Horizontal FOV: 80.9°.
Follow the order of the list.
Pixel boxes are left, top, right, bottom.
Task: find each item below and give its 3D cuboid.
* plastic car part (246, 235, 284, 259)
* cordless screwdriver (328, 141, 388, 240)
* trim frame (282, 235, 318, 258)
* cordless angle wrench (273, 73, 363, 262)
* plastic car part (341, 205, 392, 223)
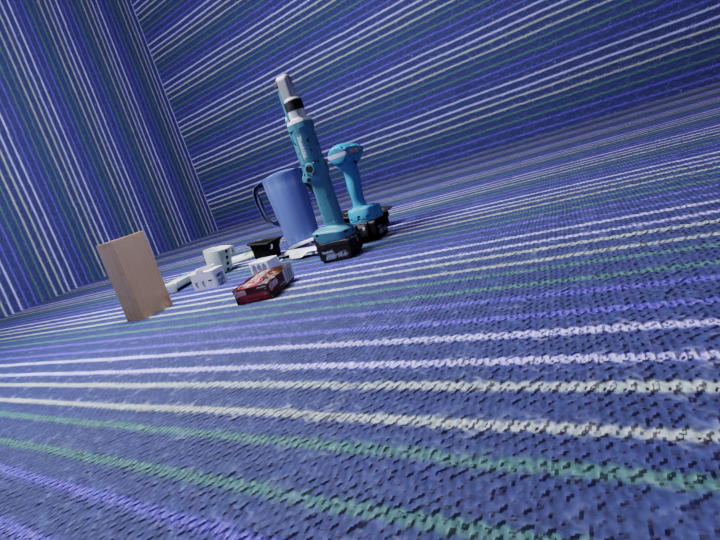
[{"bbox_3d":[-0.274,-0.058,1.234,0.122,0.070,0.064,-6,17,43],"label":"plastic car part"},{"bbox_3d":[0.000,-0.205,1.076,0.077,0.245,0.156,-13,12,26],"label":"cordless screwdriver"},{"bbox_3d":[-0.116,-0.076,1.186,0.179,0.027,0.260,-30,18,-38],"label":"trim frame"},{"bbox_3d":[-0.104,-0.228,0.948,0.101,0.417,0.073,-13,11,28],"label":"cordless angle wrench"},{"bbox_3d":[0.005,-0.148,1.222,0.212,0.066,0.064,-5,18,44],"label":"plastic car part"}]
